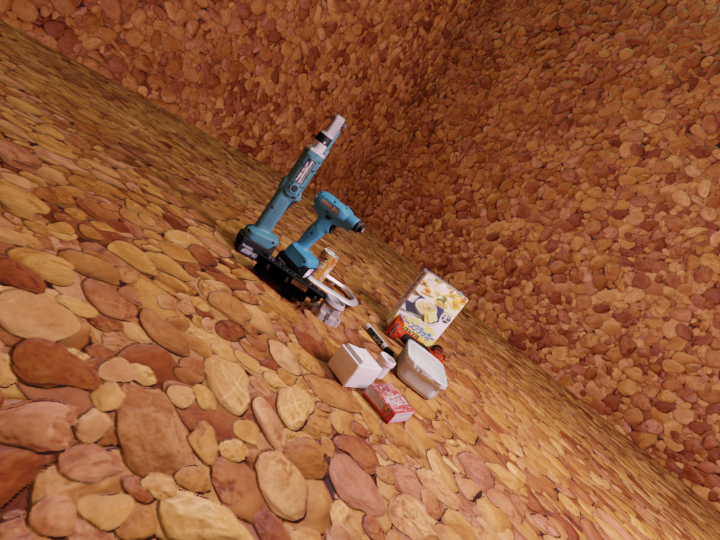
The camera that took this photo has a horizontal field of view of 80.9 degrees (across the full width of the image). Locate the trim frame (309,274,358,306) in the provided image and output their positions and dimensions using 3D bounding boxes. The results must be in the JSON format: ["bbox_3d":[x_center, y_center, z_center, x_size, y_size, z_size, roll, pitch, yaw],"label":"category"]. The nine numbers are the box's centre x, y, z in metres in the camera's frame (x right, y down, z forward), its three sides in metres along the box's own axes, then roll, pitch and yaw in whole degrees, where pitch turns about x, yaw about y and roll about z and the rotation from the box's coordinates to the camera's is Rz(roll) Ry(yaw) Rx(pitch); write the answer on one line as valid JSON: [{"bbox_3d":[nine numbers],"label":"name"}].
[{"bbox_3d":[-0.106,0.035,1.277,0.241,0.027,0.190,32,11,-18],"label":"trim frame"}]

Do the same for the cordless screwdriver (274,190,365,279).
[{"bbox_3d":[-0.111,-0.072,1.131,0.165,0.249,0.071,40,11,20],"label":"cordless screwdriver"}]

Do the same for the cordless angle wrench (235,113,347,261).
[{"bbox_3d":[-0.173,-0.213,1.078,0.094,0.423,0.078,31,12,-26],"label":"cordless angle wrench"}]

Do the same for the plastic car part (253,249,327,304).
[{"bbox_3d":[-0.177,0.021,1.009,0.207,0.067,0.065,37,11,9],"label":"plastic car part"}]
